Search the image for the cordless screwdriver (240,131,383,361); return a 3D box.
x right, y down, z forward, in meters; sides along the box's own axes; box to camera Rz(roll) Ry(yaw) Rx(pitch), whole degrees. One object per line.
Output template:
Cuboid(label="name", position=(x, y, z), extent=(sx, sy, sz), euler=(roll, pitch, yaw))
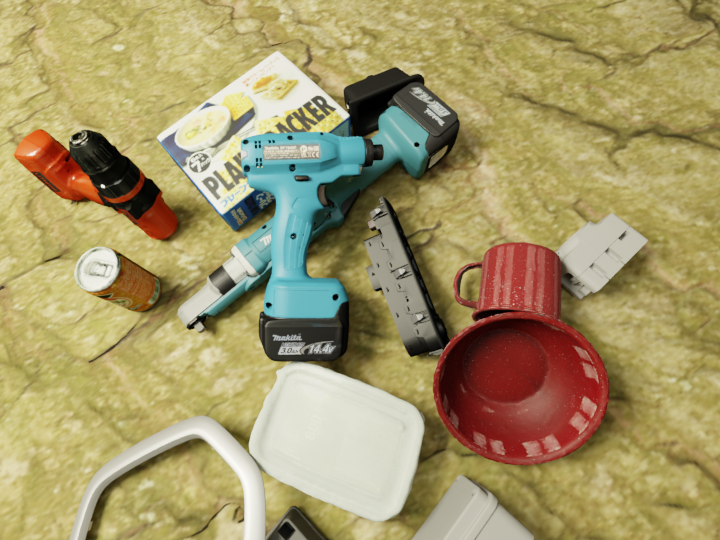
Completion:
Cuboid(label="cordless screwdriver", position=(-0.046, -0.030, 0.474), extent=(0.157, 0.075, 0.248), euler=(-4, 92, -8))

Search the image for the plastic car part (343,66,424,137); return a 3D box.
Cuboid(label="plastic car part", position=(0.023, -0.251, 0.604), extent=(0.115, 0.063, 0.074), euler=(-30, 58, -10))

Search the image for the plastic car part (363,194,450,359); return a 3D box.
Cuboid(label="plastic car part", position=(0.049, 0.014, 0.501), extent=(0.067, 0.064, 0.209), euler=(-25, 70, 5))

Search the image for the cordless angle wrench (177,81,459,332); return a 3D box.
Cuboid(label="cordless angle wrench", position=(-0.059, -0.075, 0.541), extent=(0.421, 0.072, 0.101), euler=(-40, 75, -7))

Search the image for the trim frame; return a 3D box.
Cuboid(label="trim frame", position=(-0.201, 0.262, 0.424), extent=(0.250, 0.026, 0.193), euler=(-30, 58, 6))
